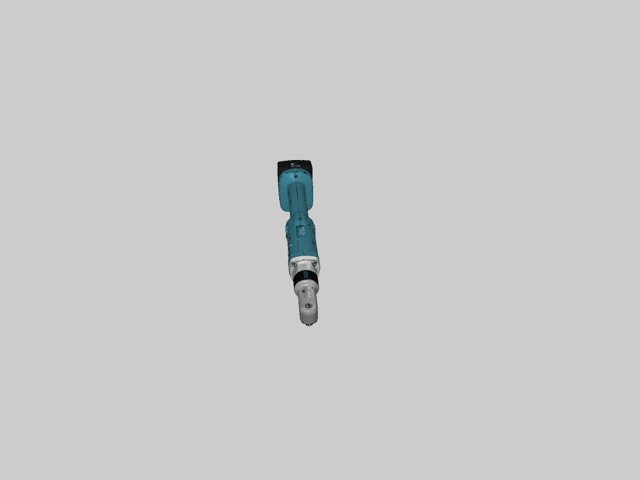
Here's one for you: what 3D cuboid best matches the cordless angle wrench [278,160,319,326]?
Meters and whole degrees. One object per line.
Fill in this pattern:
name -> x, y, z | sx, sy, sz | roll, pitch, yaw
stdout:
cordless angle wrench -> -0.037, -0.015, 0.779 | 0.074, 0.098, 0.421 | -3, 38, -5
